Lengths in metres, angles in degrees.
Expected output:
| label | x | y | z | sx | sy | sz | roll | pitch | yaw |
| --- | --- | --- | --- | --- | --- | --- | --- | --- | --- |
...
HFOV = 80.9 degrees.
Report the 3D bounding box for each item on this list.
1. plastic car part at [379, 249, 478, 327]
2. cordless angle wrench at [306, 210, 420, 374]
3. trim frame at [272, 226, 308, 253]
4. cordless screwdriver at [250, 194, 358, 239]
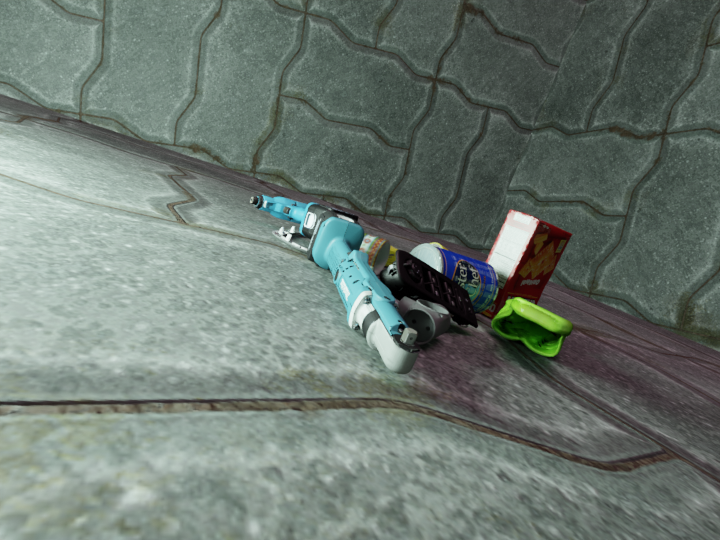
| label | x | y | z | sx | sy | sz | roll | pitch | yaw |
| --- | --- | --- | --- | --- | --- | --- | --- | --- | --- |
| plastic car part | 0.095 | 0.030 | 0.615 | 0.069 | 0.068 | 0.191 | -20 | -37 | 33 |
| cordless angle wrench | -0.007 | 0.011 | 0.570 | 0.072 | 0.097 | 0.437 | 17 | 15 | -18 |
| trim frame | -0.091 | -0.059 | 0.926 | 0.189 | 0.027 | 0.244 | 22 | 9 | 10 |
| cordless screwdriver | -0.129 | -0.119 | 0.919 | 0.151 | 0.074 | 0.263 | 12 | 9 | -37 |
